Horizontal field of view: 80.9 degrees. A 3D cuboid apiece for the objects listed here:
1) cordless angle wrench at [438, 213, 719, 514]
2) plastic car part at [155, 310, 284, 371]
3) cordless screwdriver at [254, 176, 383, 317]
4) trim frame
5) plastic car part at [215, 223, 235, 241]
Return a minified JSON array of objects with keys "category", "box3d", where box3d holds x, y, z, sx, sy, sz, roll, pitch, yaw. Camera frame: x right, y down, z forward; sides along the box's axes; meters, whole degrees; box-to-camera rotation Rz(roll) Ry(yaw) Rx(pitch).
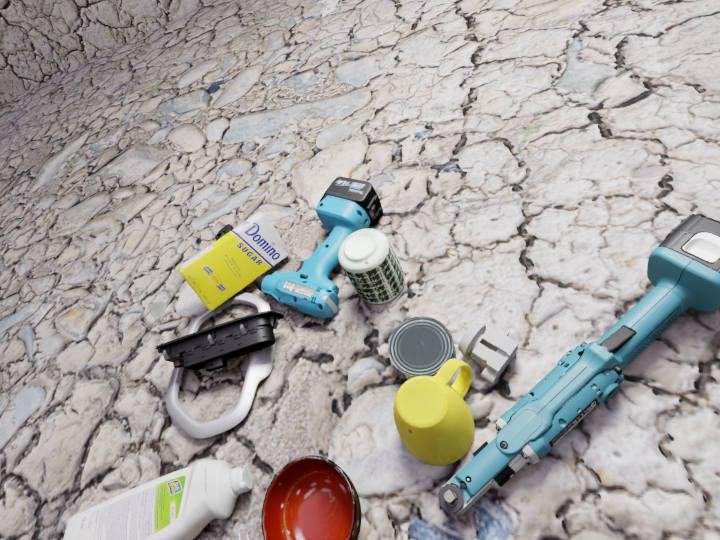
[{"category":"cordless angle wrench","box3d":[0.247,0.111,0.458,0.422,0.093,0.079,-42,49,-3]},{"category":"plastic car part","box3d":[-0.214,0.114,0.657,0.205,0.063,0.070,-23,58,8]},{"category":"cordless screwdriver","box3d":[-0.072,-0.047,0.735,0.167,0.070,0.250,13,65,31]},{"category":"trim frame","box3d":[-0.226,0.144,0.692,0.189,0.026,0.255,-11,50,19]},{"category":"plastic car part","box3d":[-0.254,-0.042,0.818,0.066,0.067,0.121,-22,52,6]}]
